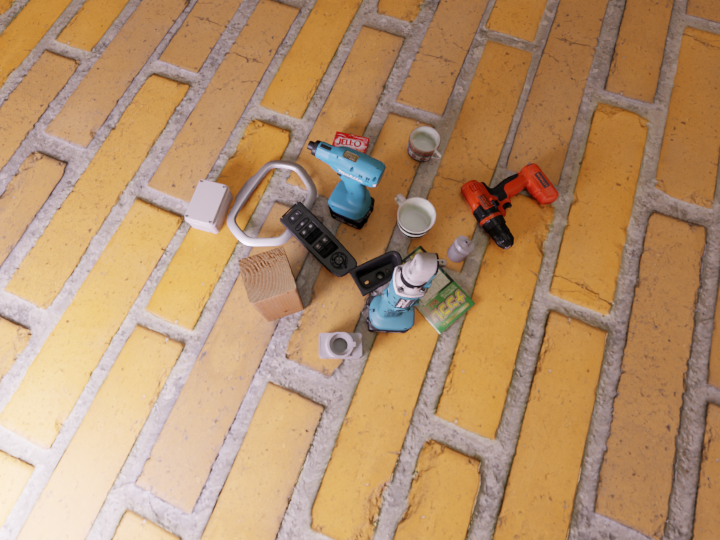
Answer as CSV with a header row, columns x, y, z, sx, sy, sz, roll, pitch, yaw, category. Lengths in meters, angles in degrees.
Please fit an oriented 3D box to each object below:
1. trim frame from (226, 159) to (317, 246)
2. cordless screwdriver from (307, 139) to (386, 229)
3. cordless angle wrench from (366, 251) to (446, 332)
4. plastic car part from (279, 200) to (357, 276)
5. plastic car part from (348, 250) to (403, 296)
x,y,z,sx,sy,sz,roll,pitch,yaw,category
-0.215,-0.165,1.028,0.188,0.027,0.249,26,74,10,trim frame
-0.037,-0.187,0.915,0.162,0.244,0.074,27,74,6,cordless screwdriver
0.072,0.044,0.741,0.098,0.415,0.076,3,73,-3,cordless angle wrench
-0.095,-0.062,0.968,0.066,0.065,0.209,-42,75,-13,plastic car part
0.039,0.009,0.937,0.115,0.069,0.068,-27,75,-8,plastic car part
